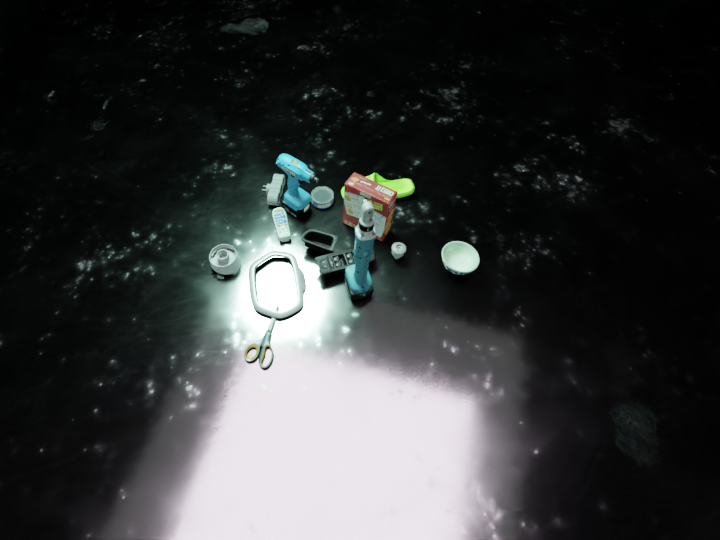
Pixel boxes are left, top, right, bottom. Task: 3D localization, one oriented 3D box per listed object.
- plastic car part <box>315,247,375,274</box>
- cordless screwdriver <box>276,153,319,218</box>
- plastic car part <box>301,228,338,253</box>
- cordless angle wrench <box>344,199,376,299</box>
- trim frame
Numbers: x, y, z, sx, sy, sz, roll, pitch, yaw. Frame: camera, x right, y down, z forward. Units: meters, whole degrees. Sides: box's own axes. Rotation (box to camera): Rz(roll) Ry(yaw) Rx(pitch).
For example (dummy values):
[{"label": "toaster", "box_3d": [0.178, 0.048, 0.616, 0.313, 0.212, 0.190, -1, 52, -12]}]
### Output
[{"label": "plastic car part", "box_3d": [-0.046, -0.027, 1.397, 0.200, 0.065, 0.069, -16, 60, -10]}, {"label": "cordless screwdriver", "box_3d": [-0.208, -0.278, 1.458, 0.165, 0.242, 0.074, 34, 62, 17]}, {"label": "plastic car part", "box_3d": [-0.141, -0.092, 1.439, 0.119, 0.069, 0.066, 17, 59, 10]}, {"label": "cordless angle wrench", "box_3d": [0.006, -0.051, 1.206, 0.073, 0.411, 0.102, -13, 60, -12]}, {"label": "trim frame", "box_3d": [-0.271, 0.042, 1.379, 0.182, 0.027, 0.258, -11, 58, -6]}]
